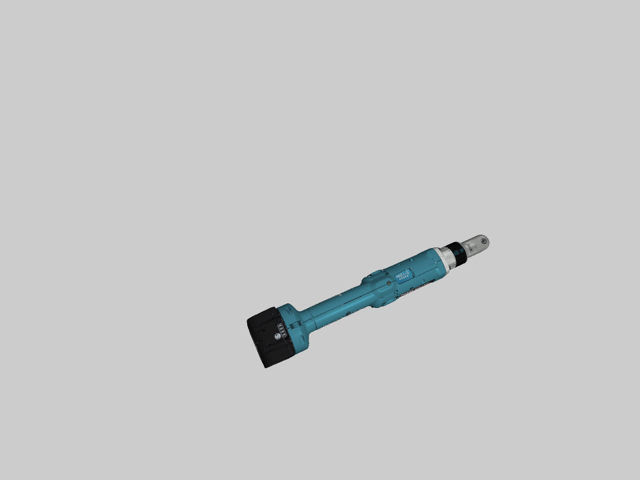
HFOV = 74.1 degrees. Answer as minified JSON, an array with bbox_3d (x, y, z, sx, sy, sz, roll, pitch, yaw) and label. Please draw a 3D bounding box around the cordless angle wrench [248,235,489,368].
[{"bbox_3d":[0.095,0.077,0.672,0.422,0.074,0.098,-22,-13,-15],"label":"cordless angle wrench"}]
